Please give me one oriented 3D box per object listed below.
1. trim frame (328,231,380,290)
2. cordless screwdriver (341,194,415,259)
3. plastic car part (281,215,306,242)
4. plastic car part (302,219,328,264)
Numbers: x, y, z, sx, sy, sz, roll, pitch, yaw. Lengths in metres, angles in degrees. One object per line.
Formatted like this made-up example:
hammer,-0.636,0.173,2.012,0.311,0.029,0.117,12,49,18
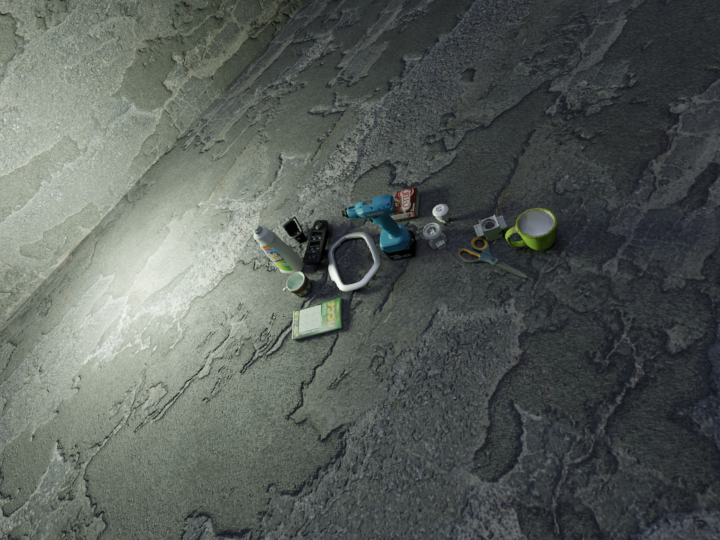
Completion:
trim frame,-0.027,-0.034,1.409,0.186,0.026,0.260,-31,46,10
cordless screwdriver,0.061,-0.126,1.272,0.165,0.235,0.076,-8,53,28
plastic car part,-0.239,-0.140,1.597,0.066,0.067,0.123,-39,45,2
plastic car part,-0.147,-0.096,1.507,0.068,0.063,0.207,-12,52,26
